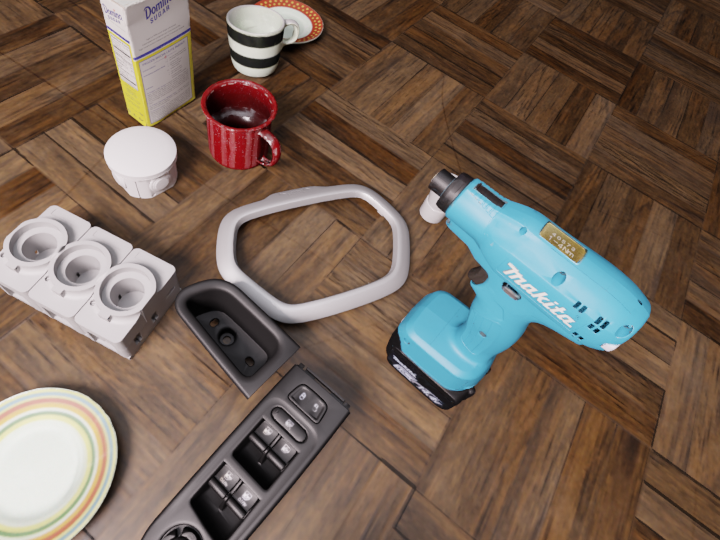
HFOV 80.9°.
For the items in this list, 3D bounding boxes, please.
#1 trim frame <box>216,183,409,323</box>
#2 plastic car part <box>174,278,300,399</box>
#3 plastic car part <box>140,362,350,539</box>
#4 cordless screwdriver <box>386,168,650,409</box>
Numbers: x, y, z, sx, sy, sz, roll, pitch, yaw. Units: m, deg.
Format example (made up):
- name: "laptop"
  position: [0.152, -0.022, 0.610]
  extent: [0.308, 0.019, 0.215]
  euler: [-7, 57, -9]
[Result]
- name: "trim frame"
  position: [-0.050, -0.033, 0.515]
  extent: [0.242, 0.027, 0.191]
  euler: [-18, 65, -21]
- name: "plastic car part"
  position: [-0.126, 0.065, 0.416]
  extent: [0.120, 0.070, 0.065]
  euler: [42, 60, 12]
- name: "plastic car part"
  position: [-0.099, 0.177, 0.357]
  extent: [0.068, 0.066, 0.200]
  euler: [39, 60, 9]
- name: "cordless screwdriver"
  position: [0.089, 0.029, 0.377]
  extent: [0.163, 0.246, 0.073]
  euler: [44, 59, 11]
